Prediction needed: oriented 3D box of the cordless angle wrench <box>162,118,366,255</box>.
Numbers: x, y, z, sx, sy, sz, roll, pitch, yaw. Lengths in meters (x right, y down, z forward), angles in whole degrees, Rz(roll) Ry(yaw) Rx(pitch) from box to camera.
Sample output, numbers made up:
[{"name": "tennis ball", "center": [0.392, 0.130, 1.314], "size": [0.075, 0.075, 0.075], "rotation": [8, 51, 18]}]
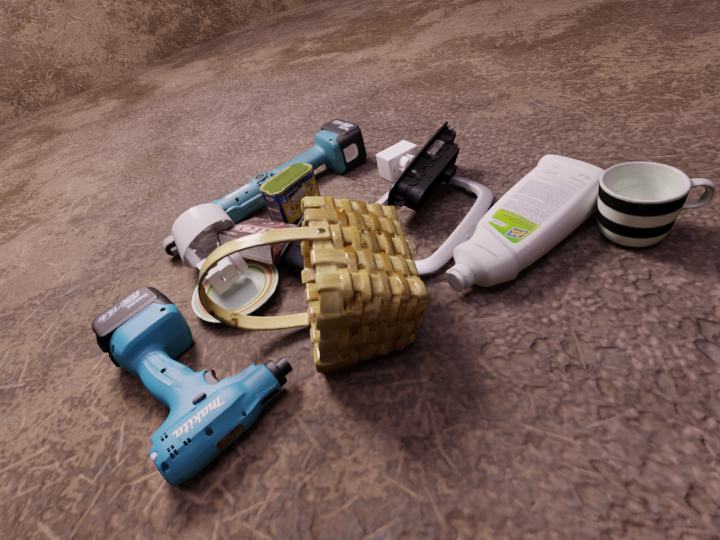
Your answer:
[{"name": "cordless angle wrench", "center": [-0.176, -0.153, 0.789], "size": [0.417, 0.071, 0.104], "rotation": [-36, 43, -18]}]

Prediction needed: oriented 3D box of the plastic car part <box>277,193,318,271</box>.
[{"name": "plastic car part", "center": [-0.060, -0.039, 0.616], "size": [0.074, 0.063, 0.117], "rotation": [23, 79, 21]}]

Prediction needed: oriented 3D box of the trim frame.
[{"name": "trim frame", "center": [0.092, -0.075, 0.636], "size": [0.194, 0.026, 0.246], "rotation": [17, 49, 35]}]

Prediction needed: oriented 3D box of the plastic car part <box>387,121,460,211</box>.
[{"name": "plastic car part", "center": [0.107, -0.154, 0.667], "size": [0.069, 0.065, 0.200], "rotation": [35, 57, 14]}]

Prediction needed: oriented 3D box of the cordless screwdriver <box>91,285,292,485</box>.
[{"name": "cordless screwdriver", "center": [-0.206, 0.103, 0.503], "size": [0.157, 0.071, 0.263], "rotation": [-38, 48, -24]}]
